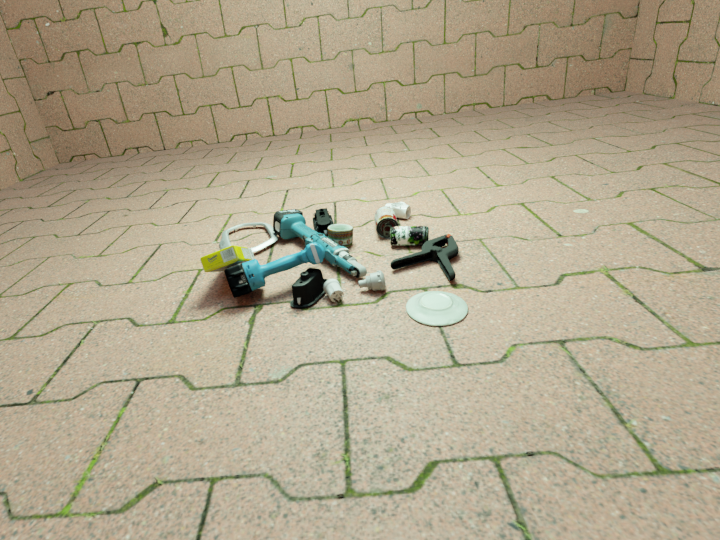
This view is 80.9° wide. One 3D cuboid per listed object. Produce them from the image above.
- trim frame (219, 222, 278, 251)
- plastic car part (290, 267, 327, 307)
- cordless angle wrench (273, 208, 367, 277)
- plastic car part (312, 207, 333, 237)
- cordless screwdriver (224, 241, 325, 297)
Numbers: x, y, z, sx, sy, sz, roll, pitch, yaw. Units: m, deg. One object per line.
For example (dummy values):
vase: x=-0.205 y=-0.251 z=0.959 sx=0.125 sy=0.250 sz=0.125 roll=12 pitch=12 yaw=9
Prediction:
trim frame: x=-0.367 y=-0.106 z=1.372 sx=0.180 sy=0.027 sz=0.261 roll=-16 pitch=31 yaw=-16
plastic car part: x=-0.125 y=0.033 z=1.010 sx=0.069 sy=0.069 sz=0.115 roll=5 pitch=27 yaw=26
cordless angle wrench: x=-0.118 y=-0.077 z=1.208 sx=0.094 sy=0.073 sz=0.448 roll=-12 pitch=29 yaw=-33
plastic car part: x=-0.119 y=-0.160 z=1.374 sx=0.066 sy=0.065 sz=0.210 roll=-3 pitch=30 yaw=-8
cordless screwdriver: x=-0.211 y=-0.011 z=1.068 sx=0.248 sy=0.074 sz=0.160 roll=-20 pitch=5 yaw=-3
